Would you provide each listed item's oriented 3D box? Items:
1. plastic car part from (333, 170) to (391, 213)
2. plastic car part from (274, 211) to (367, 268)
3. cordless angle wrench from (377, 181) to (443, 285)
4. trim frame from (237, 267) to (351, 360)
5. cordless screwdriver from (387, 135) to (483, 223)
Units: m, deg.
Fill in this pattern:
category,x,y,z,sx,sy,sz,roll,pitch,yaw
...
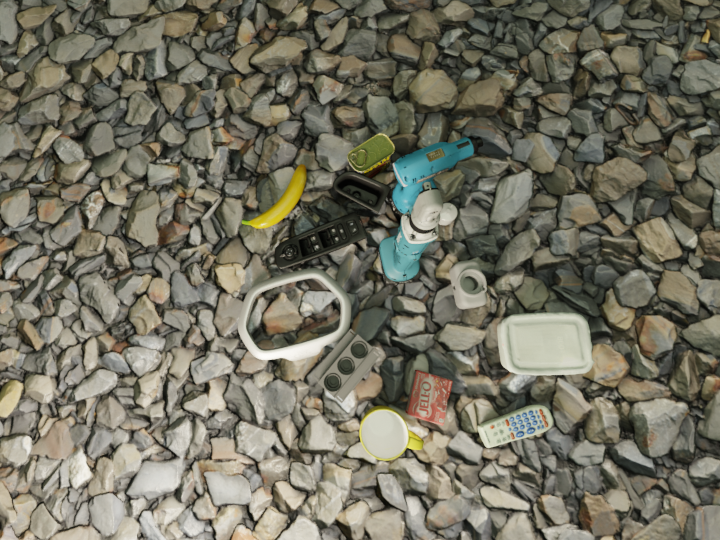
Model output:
category,x,y,z,sx,sy,sz,roll,pitch,yaw
plastic car part,-0.001,-0.171,0.934,0.119,0.069,0.066,26,80,8
plastic car part,-0.090,-0.059,0.916,0.203,0.066,0.068,-21,78,-1
cordless angle wrench,0.085,-0.049,0.721,0.074,0.416,0.099,-11,80,-3
trim frame,-0.142,0.096,0.903,0.248,0.027,0.188,-16,76,0
cordless screwdriver,0.136,-0.180,0.836,0.159,0.245,0.076,-22,81,-4
